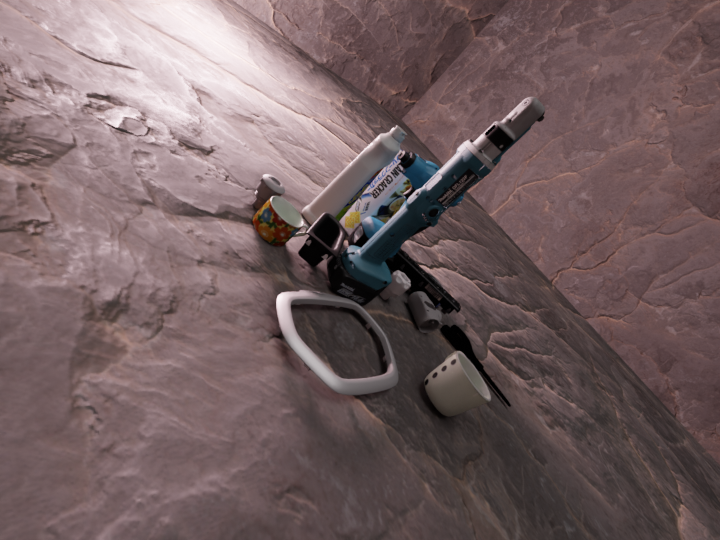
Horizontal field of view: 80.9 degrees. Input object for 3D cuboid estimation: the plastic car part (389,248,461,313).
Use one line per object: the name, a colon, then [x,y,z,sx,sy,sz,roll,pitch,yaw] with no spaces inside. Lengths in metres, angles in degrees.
plastic car part: [0.131,0.025,0.946,0.207,0.067,0.064,49,24,11]

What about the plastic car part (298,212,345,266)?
plastic car part: [-0.073,-0.048,0.743,0.065,0.071,0.117,41,24,-10]

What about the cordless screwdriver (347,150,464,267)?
cordless screwdriver: [0.067,-0.116,0.852,0.152,0.251,0.077,32,28,-28]

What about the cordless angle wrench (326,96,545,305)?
cordless angle wrench: [0.109,-0.105,0.681,0.093,0.426,0.077,30,29,-31]

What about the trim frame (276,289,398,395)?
trim frame: [-0.029,0.098,0.625,0.236,0.028,0.192,9,41,-52]
